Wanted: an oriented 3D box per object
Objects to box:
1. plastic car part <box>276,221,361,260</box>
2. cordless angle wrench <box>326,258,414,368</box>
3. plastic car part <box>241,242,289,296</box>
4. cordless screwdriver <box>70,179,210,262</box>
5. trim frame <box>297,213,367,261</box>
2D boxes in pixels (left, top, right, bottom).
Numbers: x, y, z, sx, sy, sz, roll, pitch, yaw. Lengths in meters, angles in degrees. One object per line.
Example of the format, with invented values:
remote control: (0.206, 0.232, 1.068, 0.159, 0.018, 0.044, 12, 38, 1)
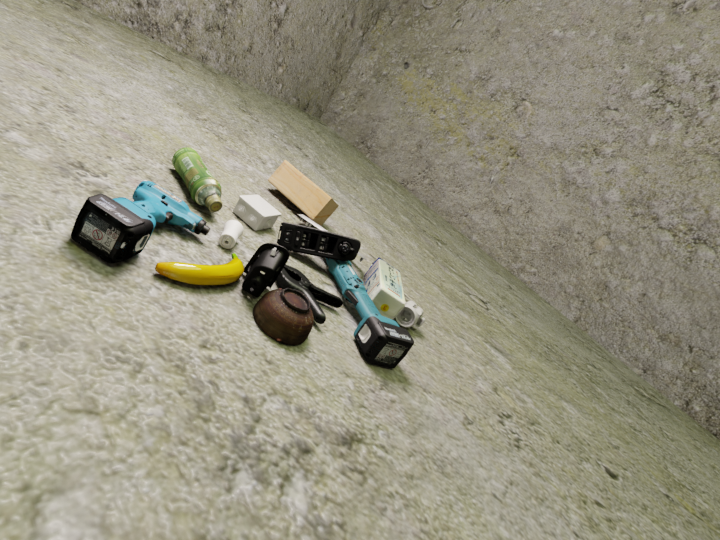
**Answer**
plastic car part: (-0.103, -0.067, 1.052, 0.203, 0.066, 0.067, 12, -2, 0)
cordless angle wrench: (-0.018, 0.045, 0.998, 0.093, 0.074, 0.445, 20, 22, -34)
plastic car part: (-0.184, 0.006, 0.786, 0.065, 0.117, 0.072, 32, 44, -11)
cordless screwdriver: (-0.370, -0.085, 0.747, 0.157, 0.074, 0.253, 31, 16, -10)
trim frame: (-0.083, -0.092, 1.192, 0.262, 0.027, 0.175, 33, 2, 30)
